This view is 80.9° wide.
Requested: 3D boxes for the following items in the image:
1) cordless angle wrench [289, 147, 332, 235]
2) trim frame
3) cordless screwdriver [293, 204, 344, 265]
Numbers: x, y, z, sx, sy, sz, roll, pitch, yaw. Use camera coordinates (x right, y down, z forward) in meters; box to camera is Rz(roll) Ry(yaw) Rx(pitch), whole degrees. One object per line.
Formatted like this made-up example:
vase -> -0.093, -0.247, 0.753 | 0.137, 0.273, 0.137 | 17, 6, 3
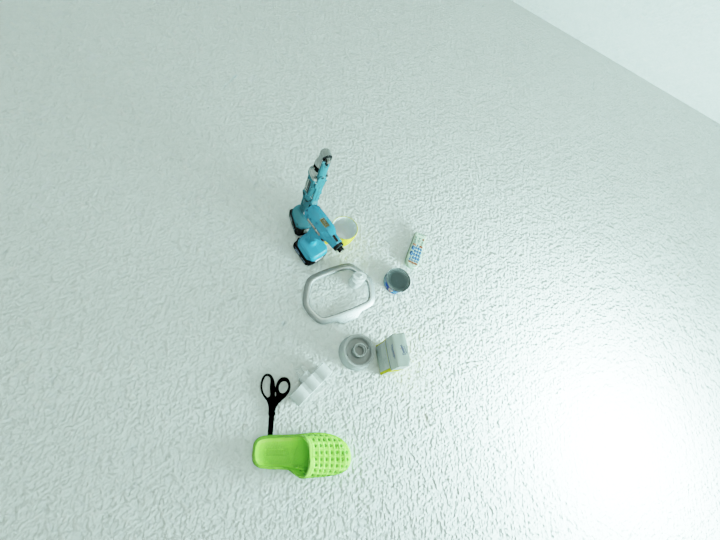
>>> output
cordless angle wrench -> -0.144, -0.233, 1.264 | 0.072, 0.422, 0.100 | -13, 74, -21
trim frame -> -0.070, 0.076, 1.363 | 0.243, 0.027, 0.189 | -20, 72, -19
cordless screwdriver -> -0.127, -0.083, 1.298 | 0.073, 0.248, 0.162 | -32, 80, -24
